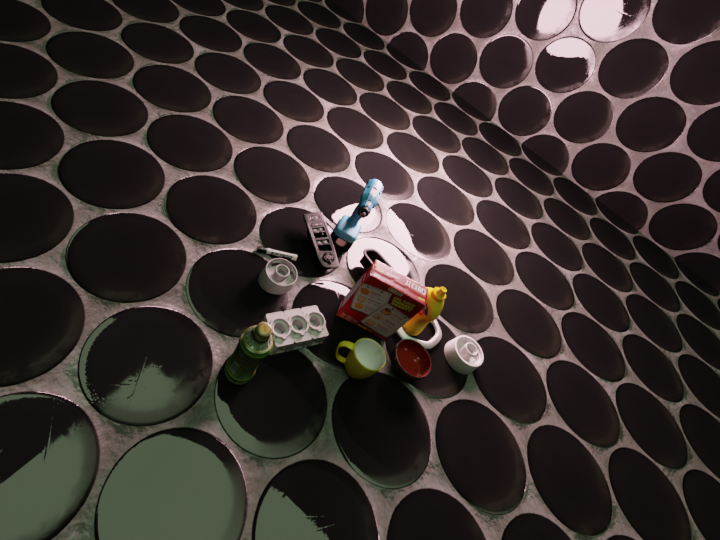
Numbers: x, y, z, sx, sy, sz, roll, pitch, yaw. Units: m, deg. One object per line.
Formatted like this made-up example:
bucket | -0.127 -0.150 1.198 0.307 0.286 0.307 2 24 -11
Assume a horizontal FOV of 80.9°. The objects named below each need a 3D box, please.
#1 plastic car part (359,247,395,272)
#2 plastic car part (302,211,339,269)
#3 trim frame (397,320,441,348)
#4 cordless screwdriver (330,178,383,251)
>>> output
plastic car part | 0.043 -0.008 1.316 0.064 0.071 0.120 -28 71 -42
plastic car part | -0.126 -0.083 1.292 0.064 0.067 0.211 -3 55 -32
trim frame | 0.155 0.125 1.293 0.177 0.027 0.259 -8 57 -32
cordless screwdriver | -0.019 -0.149 1.277 0.073 0.249 0.161 30 46 -8
